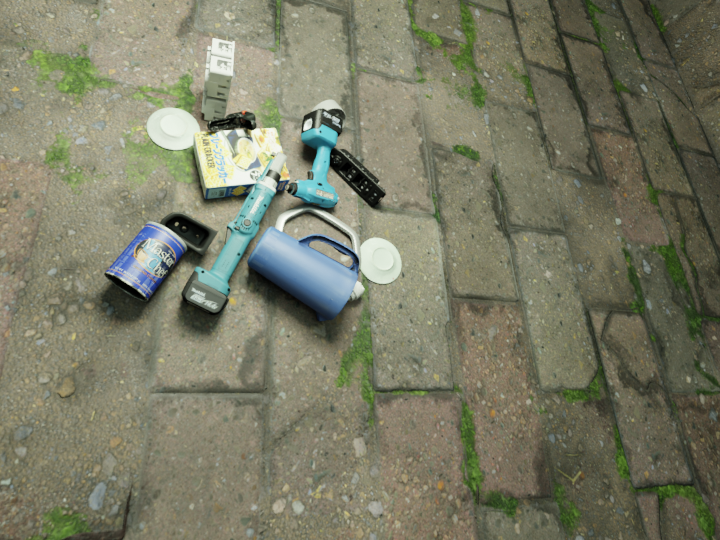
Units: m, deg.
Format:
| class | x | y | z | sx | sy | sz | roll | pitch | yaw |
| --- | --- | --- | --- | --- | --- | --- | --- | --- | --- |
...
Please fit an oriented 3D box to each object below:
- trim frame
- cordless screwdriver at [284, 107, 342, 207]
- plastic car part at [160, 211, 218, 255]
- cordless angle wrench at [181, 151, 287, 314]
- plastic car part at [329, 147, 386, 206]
| class | x | y | z | sx | sy | sz | roll | pitch | yaw |
| --- | --- | --- | --- | --- | --- | --- | --- | --- | --- |
| trim frame | -0.107 | -0.070 | 1.092 | 0.245 | 0.028 | 0.185 | 31 | 61 | -8 |
| cordless screwdriver | -0.123 | -0.296 | 1.104 | 0.151 | 0.078 | 0.251 | 9 | 79 | -43 |
| plastic car part | -0.397 | -0.091 | 0.970 | 0.113 | 0.073 | 0.066 | 33 | 82 | -18 |
| cordless angle wrench | -0.270 | -0.104 | 0.983 | 0.096 | 0.076 | 0.425 | 28 | 70 | -13 |
| plastic car part | -0.010 | -0.275 | 1.191 | 0.203 | 0.067 | 0.066 | 41 | 52 | -1 |
